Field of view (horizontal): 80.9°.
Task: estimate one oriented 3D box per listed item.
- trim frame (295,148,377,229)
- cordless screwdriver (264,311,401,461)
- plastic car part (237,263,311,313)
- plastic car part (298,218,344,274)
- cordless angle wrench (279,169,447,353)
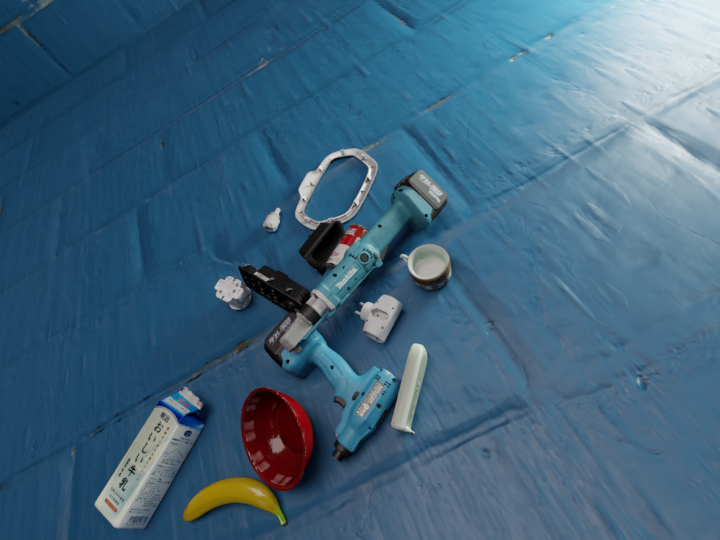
[{"bbox_3d":[-0.063,-0.202,1.019,0.194,0.026,0.249,13,68,32],"label":"trim frame"},{"bbox_3d":[-0.070,0.193,0.743,0.262,0.070,0.159,29,75,32],"label":"cordless screwdriver"},{"bbox_3d":[-0.175,0.038,0.903,0.066,0.064,0.215,-33,45,-32],"label":"plastic car part"},{"bbox_3d":[-0.090,-0.059,0.925,0.075,0.062,0.116,10,60,45],"label":"plastic car part"},{"bbox_3d":[0.001,-0.019,0.789,0.097,0.075,0.420,43,72,-4],"label":"cordless angle wrench"}]
